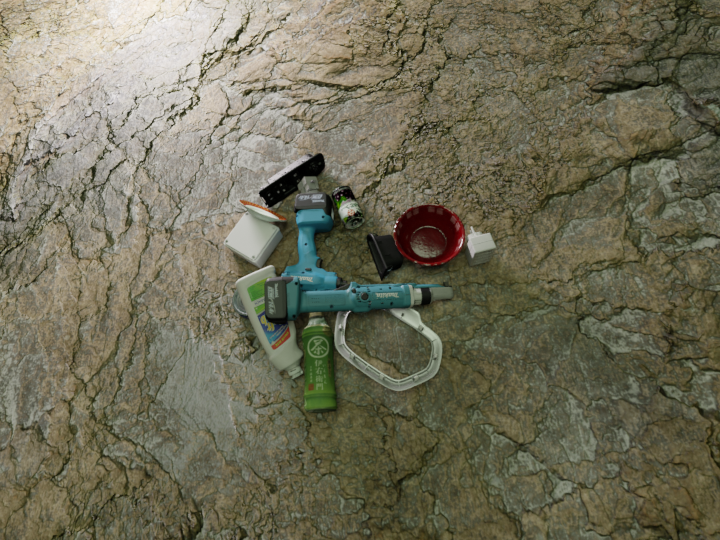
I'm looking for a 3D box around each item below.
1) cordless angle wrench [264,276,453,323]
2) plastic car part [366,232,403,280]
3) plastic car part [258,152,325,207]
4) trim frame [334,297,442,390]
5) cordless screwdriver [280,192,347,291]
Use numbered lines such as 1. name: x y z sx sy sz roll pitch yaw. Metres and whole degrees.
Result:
1. cordless angle wrench: 0.002 0.060 0.932 0.418 0.074 0.100 -2 75 -7
2. plastic car part: 0.065 -0.045 1.014 0.070 0.064 0.121 -10 62 -12
3. plastic car part: -0.187 -0.255 1.152 0.202 0.063 0.071 -32 41 -3
4. trim frame: 0.057 0.149 0.930 0.259 0.026 0.183 30 62 23
5. cordless screwdriver: -0.102 -0.067 1.046 0.162 0.072 0.252 2 71 11
